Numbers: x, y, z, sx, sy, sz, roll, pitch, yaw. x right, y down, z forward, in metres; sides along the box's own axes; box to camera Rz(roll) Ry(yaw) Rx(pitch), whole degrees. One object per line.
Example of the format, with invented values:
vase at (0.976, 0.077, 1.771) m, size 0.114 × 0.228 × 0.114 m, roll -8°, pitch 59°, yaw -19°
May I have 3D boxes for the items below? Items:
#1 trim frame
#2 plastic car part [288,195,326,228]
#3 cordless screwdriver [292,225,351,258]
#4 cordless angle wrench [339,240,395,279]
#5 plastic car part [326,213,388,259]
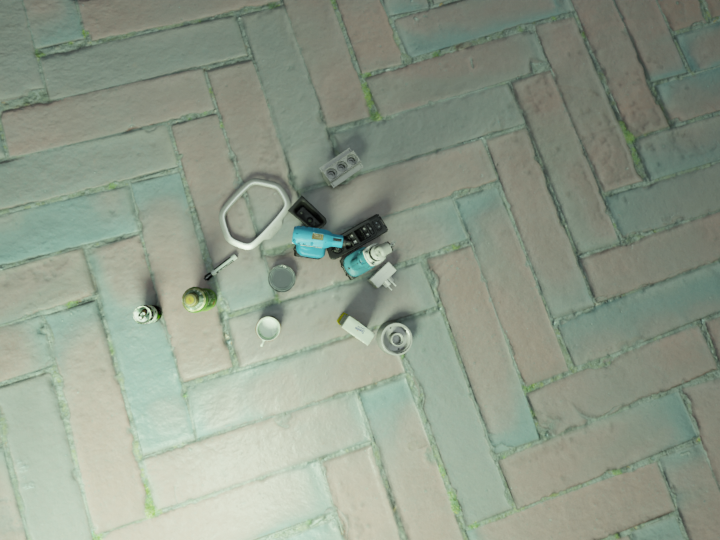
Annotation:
trim frame at (-0.337, -0.182, 1.347) m, size 0.185 × 0.027 × 0.248 m, roll 40°, pitch 82°, yaw 2°
plastic car part at (-0.165, -0.169, 1.337) m, size 0.117 × 0.071 × 0.066 m, roll 42°, pitch 81°, yaw 0°
cordless screwdriver at (-0.121, -0.079, 1.238) m, size 0.158 × 0.250 × 0.075 m, roll 8°, pitch 85°, yaw -7°
cordless angle wrench at (0.019, -0.034, 1.154) m, size 0.097 × 0.425 × 0.074 m, roll -30°, pitch 91°, yaw -10°
plastic car part at (-0.018, -0.102, 1.340) m, size 0.201 × 0.067 × 0.067 m, roll -30°, pitch 89°, yaw -8°
